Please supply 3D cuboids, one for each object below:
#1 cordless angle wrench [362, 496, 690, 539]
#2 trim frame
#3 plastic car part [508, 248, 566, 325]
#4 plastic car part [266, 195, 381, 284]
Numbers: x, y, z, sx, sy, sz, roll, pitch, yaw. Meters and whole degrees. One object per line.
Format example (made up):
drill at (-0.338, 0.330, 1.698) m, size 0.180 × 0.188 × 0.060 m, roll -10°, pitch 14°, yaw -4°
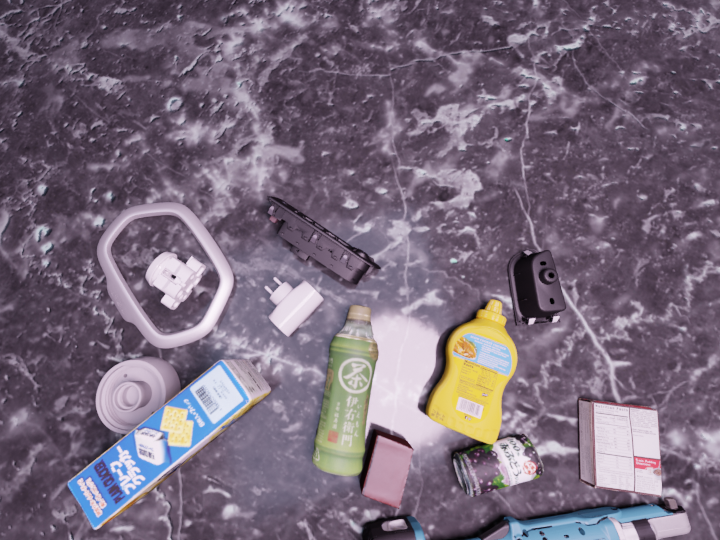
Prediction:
cordless angle wrench at (0.219, 0.356, 0.545) m, size 0.421 × 0.073 × 0.099 m, roll -8°, pitch 78°, yaw -3°
trim frame at (-0.311, 0.001, 0.669) m, size 0.183 × 0.027 × 0.253 m, roll -37°, pitch 80°, yaw -8°
plastic car part at (0.265, 0.020, 0.624) m, size 0.066 × 0.070 × 0.118 m, roll -5°, pitch 80°, yaw -4°
plastic car part at (-0.064, -0.042, 0.653) m, size 0.206 × 0.065 × 0.067 m, roll 30°, pitch 89°, yaw 8°
